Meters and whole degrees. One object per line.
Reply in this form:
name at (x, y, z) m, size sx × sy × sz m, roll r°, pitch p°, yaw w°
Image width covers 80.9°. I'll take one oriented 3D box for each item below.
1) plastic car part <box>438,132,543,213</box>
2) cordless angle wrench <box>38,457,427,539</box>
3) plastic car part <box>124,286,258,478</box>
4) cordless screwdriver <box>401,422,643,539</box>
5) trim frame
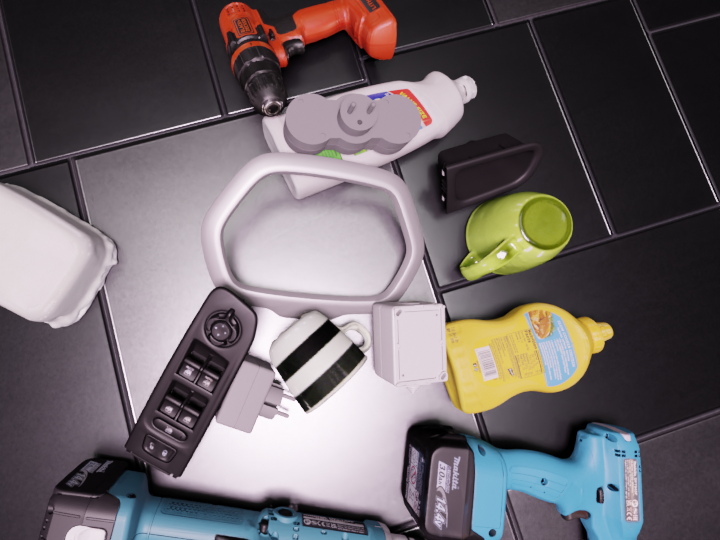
plastic car part at (0.140, -0.126, 0.497) m, size 0.116 × 0.063 × 0.074 m, roll -21°, pitch 46°, yaw -6°
cordless angle wrench at (-0.081, 0.270, 0.420) m, size 0.418 × 0.098 × 0.075 m, roll 12°, pitch 83°, yaw -6°
plastic car part at (-0.161, 0.108, 0.434) m, size 0.067 × 0.066 × 0.202 m, roll 31°, pitch 103°, yaw 5°
cordless screwdriver at (0.173, 0.244, 0.440) m, size 0.246 × 0.074 × 0.160 m, roll 4°, pitch 82°, yaw -7°
trim frame at (-0.045, -0.029, 0.458) m, size 0.242 × 0.028 × 0.182 m, roll 5°, pitch 102°, yaw -17°
